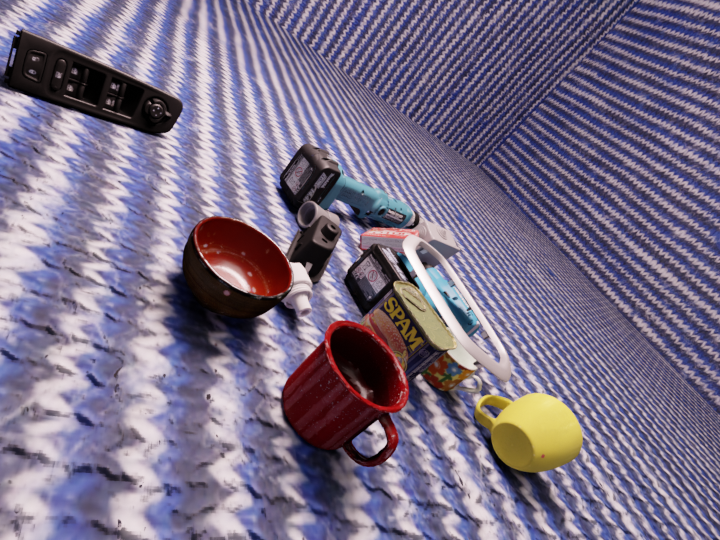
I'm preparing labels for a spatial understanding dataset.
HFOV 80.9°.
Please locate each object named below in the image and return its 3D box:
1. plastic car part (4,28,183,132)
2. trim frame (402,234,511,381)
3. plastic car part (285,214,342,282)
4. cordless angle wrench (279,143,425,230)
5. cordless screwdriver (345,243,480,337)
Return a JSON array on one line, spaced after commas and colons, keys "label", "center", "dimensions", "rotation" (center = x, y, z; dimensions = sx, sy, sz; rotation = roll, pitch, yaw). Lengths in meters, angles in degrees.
[{"label": "plastic car part", "center": [-0.337, -0.234, 0.553], "dimensions": [0.192, 0.066, 0.071], "rotation": [11, 13, -44]}, {"label": "trim frame", "center": [0.135, 0.045, 0.610], "dimensions": [0.174, 0.028, 0.260], "rotation": [16, 37, -51]}, {"label": "plastic car part", "center": [-0.058, -0.038, 0.589], "dimensions": [0.065, 0.071, 0.118], "rotation": [36, 23, -11]}, {"label": "cordless angle wrench", "center": [0.025, -0.131, 0.836], "dimensions": [0.400, 0.098, 0.078], "rotation": [12, 35, -51]}, {"label": "cordless screwdriver", "center": [0.083, 0.021, 0.683], "dimensions": [0.235, 0.075, 0.167], "rotation": [21, 31, -43]}]
